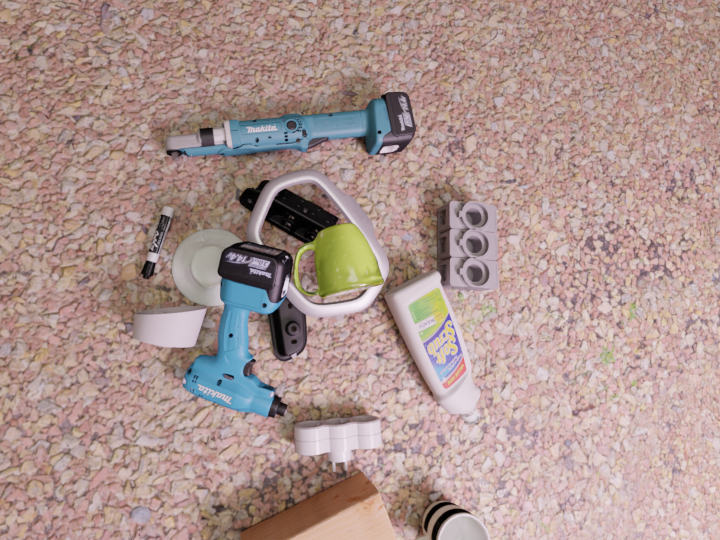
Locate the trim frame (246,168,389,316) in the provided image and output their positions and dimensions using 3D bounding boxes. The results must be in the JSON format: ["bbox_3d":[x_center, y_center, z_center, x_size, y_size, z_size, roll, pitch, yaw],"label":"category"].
[{"bbox_3d":[-0.065,-0.042,0.663,0.183,0.027,0.249,-38,88,-9],"label":"trim frame"}]

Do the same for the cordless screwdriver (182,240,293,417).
[{"bbox_3d":[-0.155,0.090,0.616,0.161,0.074,0.247,19,100,5],"label":"cordless screwdriver"}]

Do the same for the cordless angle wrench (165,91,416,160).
[{"bbox_3d":[-0.120,-0.239,0.734,0.417,0.074,0.099,-9,83,-9],"label":"cordless angle wrench"}]

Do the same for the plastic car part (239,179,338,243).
[{"bbox_3d":[-0.104,-0.094,0.712,0.200,0.066,0.068,25,63,-7],"label":"plastic car part"}]

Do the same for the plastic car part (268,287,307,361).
[{"bbox_3d":[-0.112,0.085,0.672,0.065,0.071,0.118,-5,79,-15],"label":"plastic car part"}]
